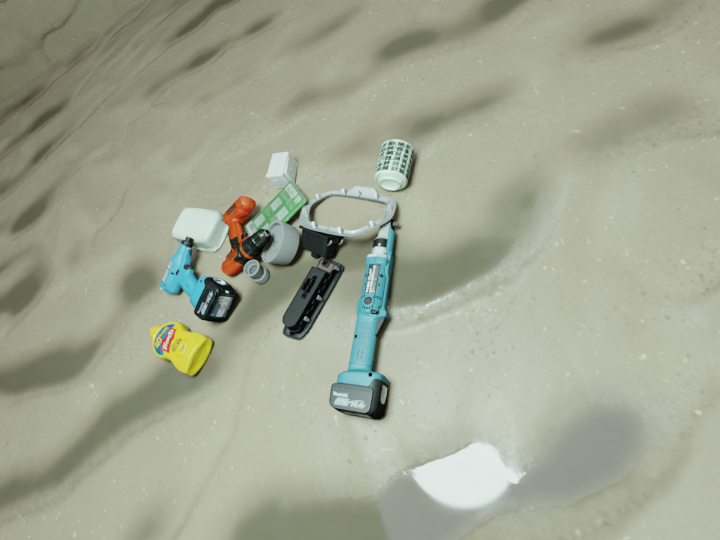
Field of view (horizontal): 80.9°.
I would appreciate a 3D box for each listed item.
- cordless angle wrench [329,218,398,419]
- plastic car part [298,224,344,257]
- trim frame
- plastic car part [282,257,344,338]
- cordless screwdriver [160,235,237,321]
[{"bbox_3d":[0.025,0.074,0.869,0.102,0.070,0.430,-2,61,24],"label":"cordless angle wrench"},{"bbox_3d":[-0.098,-0.064,1.004,0.123,0.063,0.070,19,107,42],"label":"plastic car part"},{"bbox_3d":[-0.036,-0.146,1.007,0.262,0.026,0.182,14,47,36],"label":"trim frame"},{"bbox_3d":[-0.114,0.059,0.949,0.069,0.064,0.203,22,78,24],"label":"plastic car part"},{"bbox_3d":[-0.415,0.019,1.084,0.263,0.070,0.159,25,94,36],"label":"cordless screwdriver"}]
